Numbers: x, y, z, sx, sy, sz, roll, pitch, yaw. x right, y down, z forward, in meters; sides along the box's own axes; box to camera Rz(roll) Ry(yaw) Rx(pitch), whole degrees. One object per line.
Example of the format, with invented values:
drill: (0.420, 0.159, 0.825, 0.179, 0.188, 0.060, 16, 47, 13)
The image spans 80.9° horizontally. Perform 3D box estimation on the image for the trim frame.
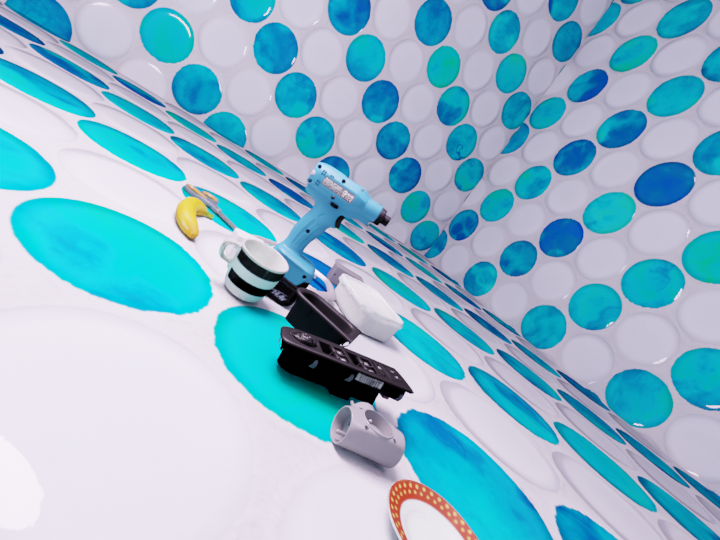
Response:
trim frame: (-0.154, -0.007, 0.924, 0.256, 0.027, 0.179, 37, 11, 14)

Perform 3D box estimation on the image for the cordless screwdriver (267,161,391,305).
cordless screwdriver: (-0.073, -0.048, 0.749, 0.158, 0.249, 0.075, 34, 11, -4)

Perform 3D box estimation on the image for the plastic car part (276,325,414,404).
plastic car part: (-0.031, 0.133, 0.574, 0.196, 0.067, 0.069, 30, 12, -19)

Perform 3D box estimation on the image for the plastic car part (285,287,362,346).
plastic car part: (-0.067, 0.087, 0.656, 0.120, 0.071, 0.064, 37, 11, 13)
